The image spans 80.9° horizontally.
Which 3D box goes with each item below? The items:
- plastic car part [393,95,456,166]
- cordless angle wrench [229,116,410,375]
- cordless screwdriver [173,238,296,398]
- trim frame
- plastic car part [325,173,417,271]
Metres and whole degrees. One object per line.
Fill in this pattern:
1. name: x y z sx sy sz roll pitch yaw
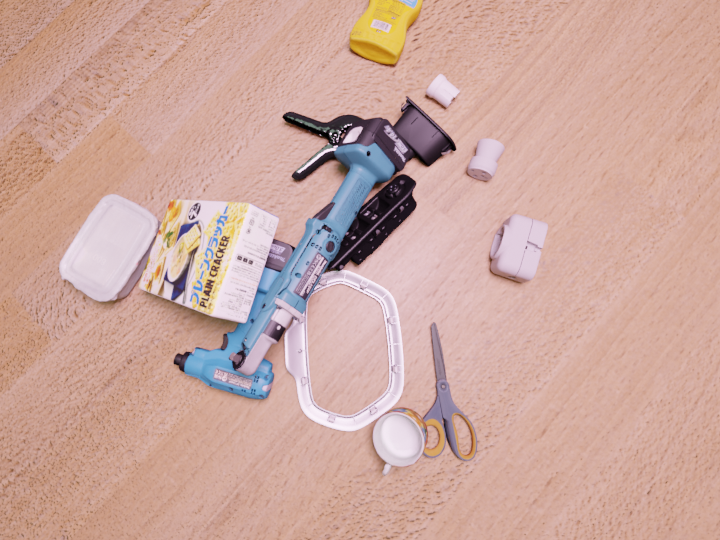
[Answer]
1. plastic car part: 0.097 -0.225 0.717 0.071 0.065 0.118 -42 83 10
2. cordless angle wrench: -0.061 -0.040 0.626 0.078 0.093 0.423 9 64 50
3. cordless screwdriver: -0.193 0.063 0.671 0.161 0.073 0.250 13 84 6
4. trim frame: -0.027 0.122 0.668 0.185 0.027 0.251 -4 80 5
5. plastic car part: 0.021 -0.071 0.683 0.203 0.069 0.064 -48 120 -3
